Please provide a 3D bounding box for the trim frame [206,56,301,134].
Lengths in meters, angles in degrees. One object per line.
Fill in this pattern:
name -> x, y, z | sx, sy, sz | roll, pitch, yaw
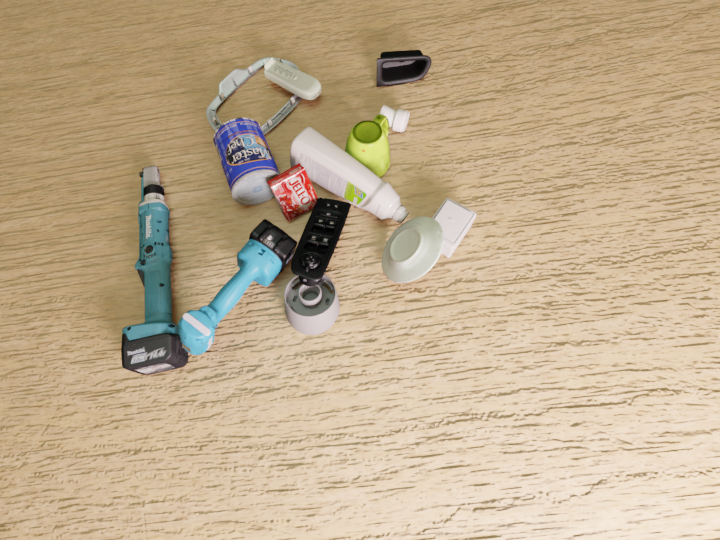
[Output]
trim frame -> -0.236, -0.393, 0.953 | 0.191, 0.026, 0.247 | 37, 78, 20

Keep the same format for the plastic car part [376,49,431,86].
plastic car part -> 0.088, -0.454, 0.927 | 0.116, 0.063, 0.073 | -8, 54, -1

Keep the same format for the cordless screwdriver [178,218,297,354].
cordless screwdriver -> -0.214, 0.037, 0.730 | 0.075, 0.159, 0.248 | 36, 60, -1

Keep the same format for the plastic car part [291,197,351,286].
plastic car part -> -0.074, -0.048, 0.757 | 0.067, 0.066, 0.206 | 16, 44, 1

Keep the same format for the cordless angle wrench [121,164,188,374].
cordless angle wrench -> -0.390, -0.027, 0.800 | 0.098, 0.072, 0.437 | -14, 65, -1
